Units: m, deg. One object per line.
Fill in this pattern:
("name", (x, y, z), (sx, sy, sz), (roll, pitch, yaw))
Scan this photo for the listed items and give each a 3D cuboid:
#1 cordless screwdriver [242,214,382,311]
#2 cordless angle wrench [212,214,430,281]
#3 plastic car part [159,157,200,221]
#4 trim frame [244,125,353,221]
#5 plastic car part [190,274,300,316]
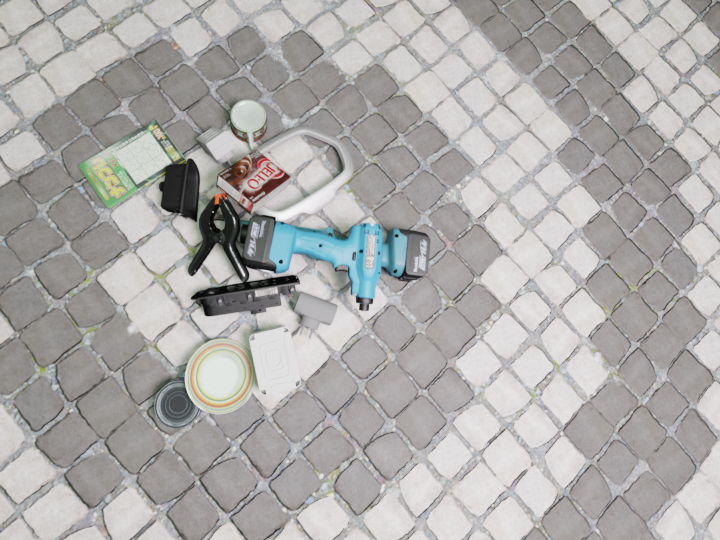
("cordless screwdriver", (-0.086, -0.016, 0.762), (0.247, 0.074, 0.160), (5, 81, -5))
("cordless angle wrench", (-0.082, -0.053, 0.834), (0.421, 0.074, 0.099), (8, 79, -2))
("plastic car part", (-0.359, -0.158, 0.830), (0.072, 0.064, 0.118), (-3, 78, 5))
("trim frame", (-0.131, -0.199, 0.859), (0.245, 0.027, 0.189), (-36, 77, -19))
("plastic car part", (-0.217, 0.050, 0.807), (0.200, 0.068, 0.066), (-5, 108, -9))
